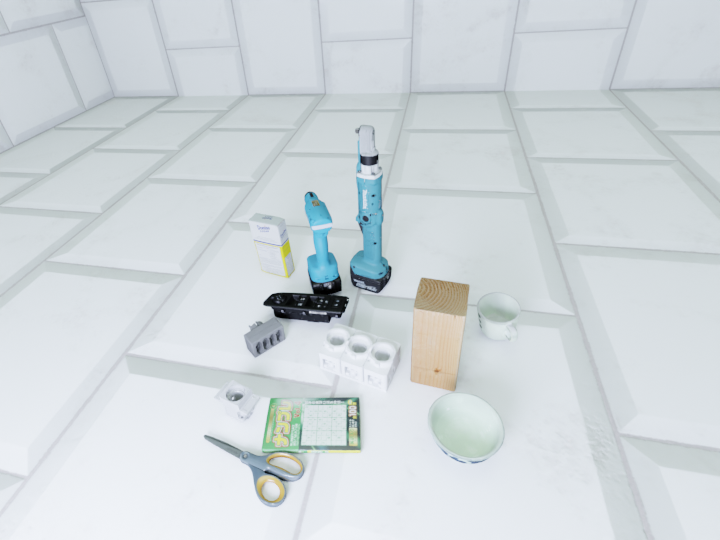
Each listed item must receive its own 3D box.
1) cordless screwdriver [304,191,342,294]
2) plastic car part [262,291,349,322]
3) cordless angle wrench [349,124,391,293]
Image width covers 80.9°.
[{"bbox_3d":[-0.104,-0.068,1.059,0.073,0.240,0.167,-11,38,-11],"label":"cordless screwdriver"},{"bbox_3d":[-0.130,0.089,1.005,0.208,0.065,0.067,6,38,15],"label":"plastic car part"},{"bbox_3d":[0.022,-0.133,0.988,0.102,0.409,0.073,17,41,24],"label":"cordless angle wrench"}]
